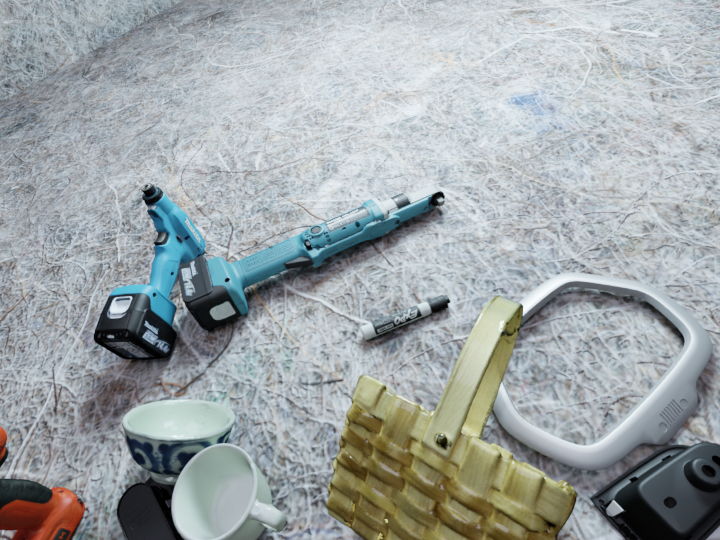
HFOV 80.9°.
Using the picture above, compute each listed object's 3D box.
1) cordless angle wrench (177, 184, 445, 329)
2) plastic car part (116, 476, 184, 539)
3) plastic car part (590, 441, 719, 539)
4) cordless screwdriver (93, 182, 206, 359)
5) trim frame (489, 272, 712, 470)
[{"bbox_3d":[-0.064,-0.042,0.652,0.420,0.071,0.103,-24,47,-7],"label":"cordless angle wrench"},{"bbox_3d":[-0.186,0.285,0.410,0.066,0.063,0.215,-46,49,-14],"label":"plastic car part"},{"bbox_3d":[0.265,0.178,0.346,0.116,0.067,0.070,-32,50,-8],"label":"plastic car part"},{"bbox_3d":[-0.317,-0.002,0.641,0.076,0.152,0.255,-6,50,11],"label":"cordless screwdriver"},{"bbox_3d":[0.245,0.094,0.456,0.245,0.026,0.195,-36,48,-16],"label":"trim frame"}]
